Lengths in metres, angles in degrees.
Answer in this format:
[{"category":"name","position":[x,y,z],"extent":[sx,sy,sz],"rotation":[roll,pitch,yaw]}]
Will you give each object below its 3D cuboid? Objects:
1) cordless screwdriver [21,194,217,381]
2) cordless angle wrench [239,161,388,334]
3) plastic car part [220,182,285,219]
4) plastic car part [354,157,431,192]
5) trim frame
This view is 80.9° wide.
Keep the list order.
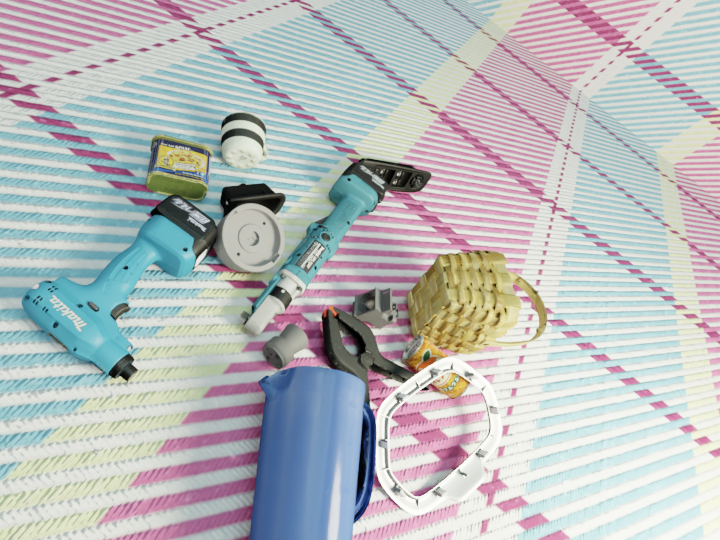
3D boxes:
[{"category":"cordless screwdriver","position":[-0.292,0.015,0.578],"extent":[0.159,0.075,0.247],"rotation":[38,51,-1]},{"category":"cordless angle wrench","position":[-0.073,-0.048,0.750],"extent":[0.097,0.075,0.422],"rotation":[36,50,-4]},{"category":"plastic car part","position":[-0.199,-0.125,0.745],"extent":[0.112,0.065,0.074],"rotation":[-22,58,-42]},{"category":"plastic car part","position":[0.067,-0.218,0.961],"extent":[0.195,0.065,0.070],"rotation":[4,32,-26]},{"category":"trim frame","position":[0.124,0.243,0.636],"extent":[0.242,0.028,0.185],"rotation":[-25,88,-30]}]
